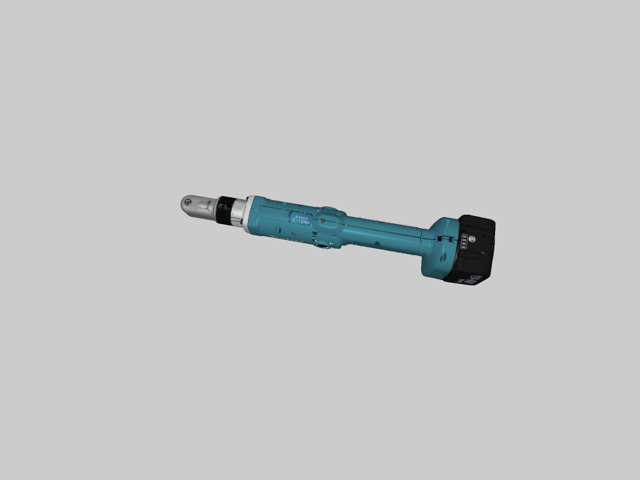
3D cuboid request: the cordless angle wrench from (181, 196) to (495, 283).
[{"bbox_3d":[0.010,-0.016,0.580,0.423,0.074,0.098,10,-14,7],"label":"cordless angle wrench"}]
